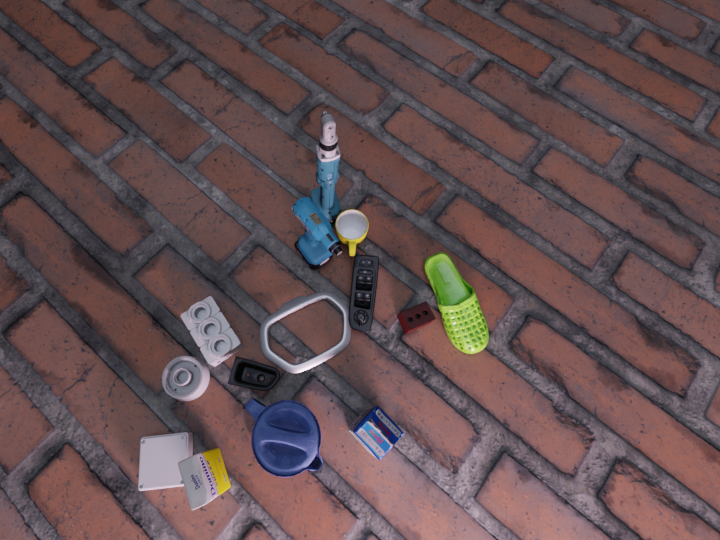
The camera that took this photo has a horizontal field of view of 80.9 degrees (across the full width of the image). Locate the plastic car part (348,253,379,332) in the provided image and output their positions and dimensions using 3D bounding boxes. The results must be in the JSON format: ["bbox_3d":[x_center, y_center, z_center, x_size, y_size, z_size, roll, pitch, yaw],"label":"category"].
[{"bbox_3d":[0.006,0.062,1.107,0.066,0.066,0.206,6,69,-1],"label":"plastic car part"}]

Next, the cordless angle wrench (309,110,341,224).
[{"bbox_3d":[-0.083,-0.234,1.037,0.073,0.416,0.101,-15,73,-10],"label":"cordless angle wrench"}]

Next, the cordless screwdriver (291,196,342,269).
[{"bbox_3d":[-0.104,-0.068,1.063,0.073,0.244,0.164,-34,76,-15],"label":"cordless screwdriver"}]

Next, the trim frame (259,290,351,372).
[{"bbox_3d":[-0.139,0.153,1.092,0.246,0.027,0.190,-27,71,-10],"label":"trim frame"}]

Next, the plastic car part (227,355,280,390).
[{"bbox_3d":[-0.253,0.258,1.028,0.117,0.069,0.067,13,70,3],"label":"plastic car part"}]
